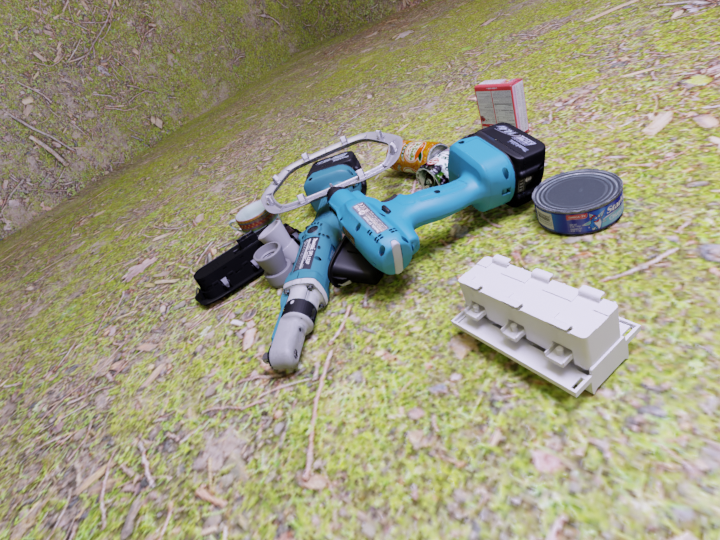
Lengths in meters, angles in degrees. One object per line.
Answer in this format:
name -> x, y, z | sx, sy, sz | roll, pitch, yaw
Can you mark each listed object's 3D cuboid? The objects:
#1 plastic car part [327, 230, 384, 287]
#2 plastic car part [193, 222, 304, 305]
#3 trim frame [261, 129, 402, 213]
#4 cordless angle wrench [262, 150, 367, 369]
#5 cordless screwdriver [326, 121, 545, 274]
plastic car part -> 0.012, -0.020, 0.545 | 0.074, 0.063, 0.117 | 7, 47, 22
plastic car part -> -0.184, -0.018, 0.679 | 0.201, 0.064, 0.070 | -39, 40, -13
trim frame -> -0.052, -0.164, 0.684 | 0.251, 0.026, 0.191 | -19, 39, 9
cordless angle wrench -> -0.060, -0.039, 0.610 | 0.100, 0.071, 0.431 | -14, 37, 19
cordless screwdriver -> 0.086, -0.104, 0.529 | 0.246, 0.071, 0.168 | -28, 46, -11
